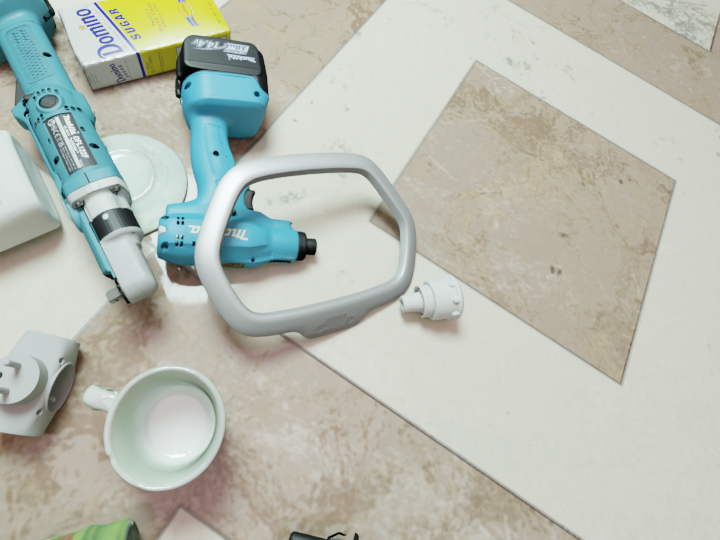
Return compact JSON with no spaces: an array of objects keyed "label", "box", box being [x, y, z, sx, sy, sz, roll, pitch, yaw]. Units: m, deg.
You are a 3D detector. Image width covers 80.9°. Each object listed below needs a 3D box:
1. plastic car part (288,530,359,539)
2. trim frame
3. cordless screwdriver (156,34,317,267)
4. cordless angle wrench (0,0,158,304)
[{"label":"plastic car part","box":[-0.046,0.260,0.325,0.072,0.064,0.118,9,63,6]},{"label":"trim frame","box":[-0.042,-0.027,0.425,0.240,0.028,0.184,-13,89,-31]},{"label":"cordless screwdriver","box":[-0.129,-0.124,0.459,0.154,0.075,0.254,2,71,-21]},{"label":"cordless angle wrench","box":[-0.301,-0.150,0.421,0.096,0.073,0.435,-29,73,-19]}]
